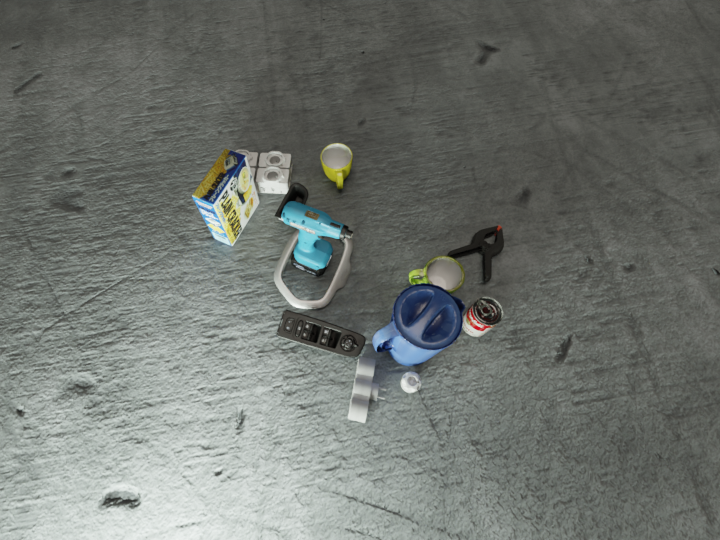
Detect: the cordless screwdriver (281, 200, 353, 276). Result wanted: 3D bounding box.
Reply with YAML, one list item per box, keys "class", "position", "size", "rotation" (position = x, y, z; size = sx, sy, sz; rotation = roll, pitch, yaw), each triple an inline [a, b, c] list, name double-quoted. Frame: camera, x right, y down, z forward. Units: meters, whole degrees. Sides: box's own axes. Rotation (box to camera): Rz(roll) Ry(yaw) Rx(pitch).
- class: "cordless screwdriver"
  position: [-0.098, -0.064, 1.005]
  size: [0.162, 0.243, 0.075]
  rotation: [22, 67, 8]

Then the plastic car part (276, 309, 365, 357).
- class: "plastic car part"
  position: [-0.091, 0.157, 0.995]
  size: [0.206, 0.065, 0.067]
  rotation: [15, 66, 8]

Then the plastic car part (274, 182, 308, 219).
- class: "plastic car part"
  position: [-0.179, -0.173, 1.157]
  size: [0.067, 0.069, 0.117]
  rotation: [18, 66, 7]

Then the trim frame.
- class: "trim frame"
  position: [-0.119, -0.016, 1.102]
  size: [0.188, 0.027, 0.250]
  rotation: [18, 66, 10]
